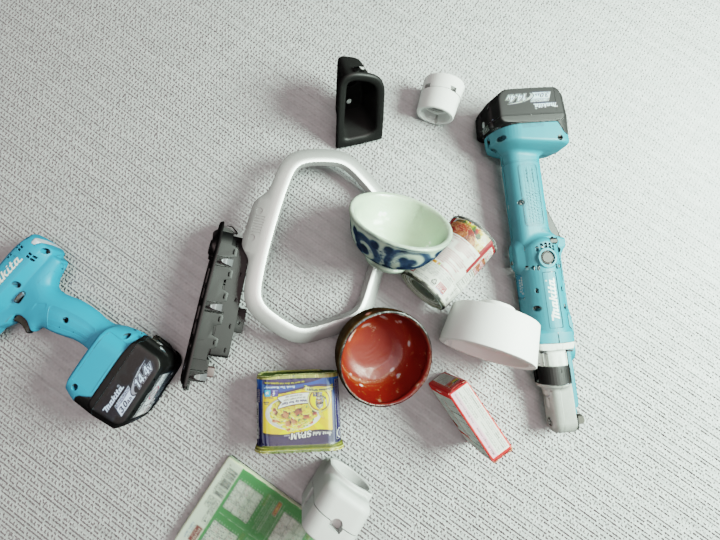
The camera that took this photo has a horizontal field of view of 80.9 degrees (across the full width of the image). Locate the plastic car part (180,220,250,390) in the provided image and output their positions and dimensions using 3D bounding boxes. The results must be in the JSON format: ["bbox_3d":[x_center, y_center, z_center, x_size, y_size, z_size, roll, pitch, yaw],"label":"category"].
[{"bbox_3d":[-0.171,0.038,0.513,0.066,0.067,0.204,8,80,-14],"label":"plastic car part"}]

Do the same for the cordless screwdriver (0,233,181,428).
[{"bbox_3d":[-0.348,0.088,0.494,0.253,0.073,0.159,36,81,7],"label":"cordless screwdriver"}]

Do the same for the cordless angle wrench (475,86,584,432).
[{"bbox_3d":[0.224,-0.016,0.536,0.097,0.074,0.426,-4,83,-5],"label":"cordless angle wrench"}]

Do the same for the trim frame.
[{"bbox_3d":[-0.052,-0.034,0.528,0.179,0.028,0.249,16,82,-16],"label":"trim frame"}]

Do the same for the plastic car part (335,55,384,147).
[{"bbox_3d":[-0.009,-0.226,0.546,0.065,0.113,0.074,-14,61,-8],"label":"plastic car part"}]
